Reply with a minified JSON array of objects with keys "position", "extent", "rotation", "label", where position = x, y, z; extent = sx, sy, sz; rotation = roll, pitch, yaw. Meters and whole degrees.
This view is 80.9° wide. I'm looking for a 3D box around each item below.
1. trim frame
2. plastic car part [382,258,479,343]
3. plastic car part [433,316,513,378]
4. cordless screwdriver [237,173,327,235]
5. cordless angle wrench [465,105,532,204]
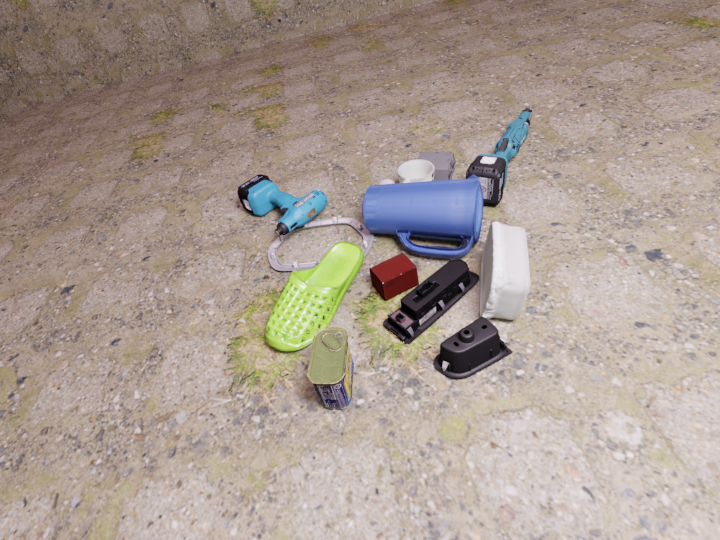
[{"position":[-0.095,-0.062,0.971],"extent":[0.252,0.026,0.189],"rotation":[-6,44,8],"label":"trim frame"},{"position":[0.131,0.041,0.769],"extent":[0.199,0.064,0.070],"rotation":[-33,38,-22],"label":"plastic car part"},{"position":[0.173,0.116,0.667],"extent":[0.115,0.068,0.070],"rotation":[-25,41,-15],"label":"plastic car part"},{"position":[-0.220,-0.163,1.070],"extent":[0.263,0.071,0.157],"rotation":[21,52,37],"label":"cordless screwdriver"},{"position":[0.367,-0.308,1.057],"extent":[0.078,0.094,0.419],"rotation":[14,46,28],"label":"cordless angle wrench"}]
